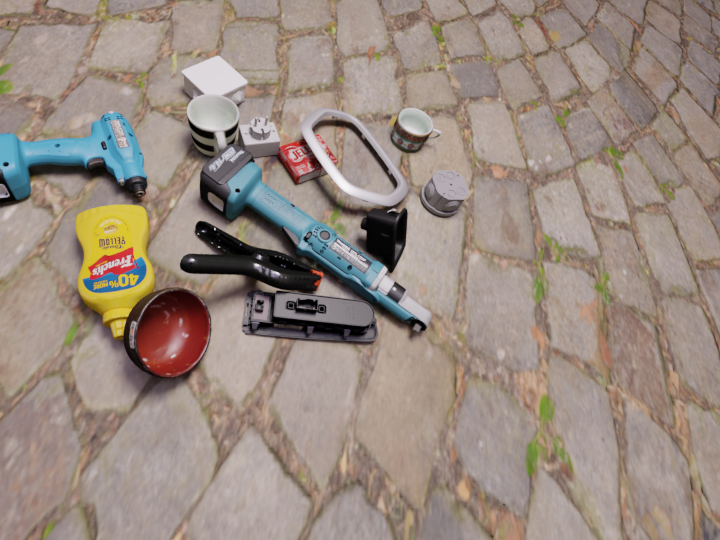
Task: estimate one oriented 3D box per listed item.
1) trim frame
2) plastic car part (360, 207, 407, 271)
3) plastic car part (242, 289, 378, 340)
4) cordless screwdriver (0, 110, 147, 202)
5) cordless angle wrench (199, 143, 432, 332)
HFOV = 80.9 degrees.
[{"bbox_3d":[-0.010,-0.215,0.786,0.178,0.027,0.257,-19,65,-38],"label":"trim frame"},{"bbox_3d":[0.036,-0.064,0.692,0.074,0.112,0.066,16,56,20],"label":"plastic car part"},{"bbox_3d":[-0.066,0.061,0.620,0.199,0.066,0.068,9,53,-12],"label":"plastic car part"},{"bbox_3d":[-0.460,-0.156,0.641,0.241,0.074,0.164,-20,68,-28],"label":"cordless screwdriver"},{"bbox_3d":[-0.066,-0.043,0.674,0.427,0.074,0.097,36,59,5],"label":"cordless angle wrench"}]
